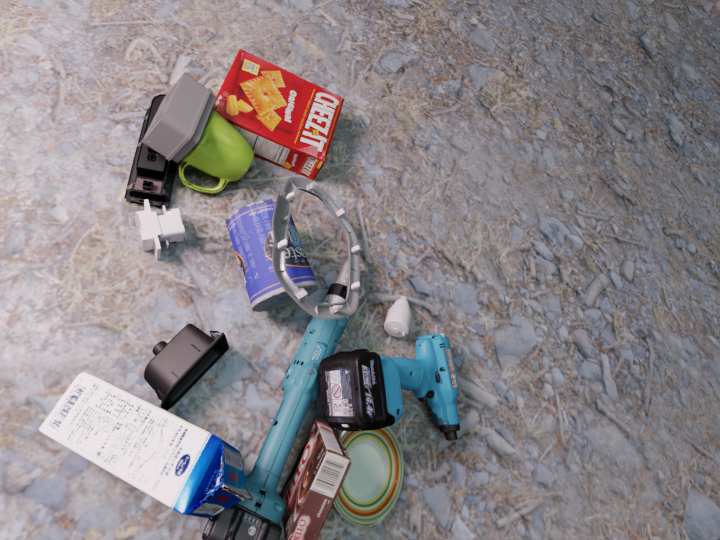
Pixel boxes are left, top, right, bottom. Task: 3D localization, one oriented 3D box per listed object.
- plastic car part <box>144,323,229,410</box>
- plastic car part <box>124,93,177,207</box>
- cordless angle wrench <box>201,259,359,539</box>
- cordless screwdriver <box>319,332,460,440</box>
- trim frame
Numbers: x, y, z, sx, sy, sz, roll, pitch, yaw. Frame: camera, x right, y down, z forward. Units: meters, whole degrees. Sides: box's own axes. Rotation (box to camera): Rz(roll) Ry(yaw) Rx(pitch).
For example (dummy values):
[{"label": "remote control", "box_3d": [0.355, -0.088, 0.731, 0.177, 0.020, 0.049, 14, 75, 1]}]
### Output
[{"label": "plastic car part", "box_3d": [-0.242, 0.118, 0.566, 0.073, 0.065, 0.115, 38, 62, 14]}, {"label": "plastic car part", "box_3d": [-0.328, -0.204, 0.678, 0.065, 0.066, 0.208, 5, 63, -12]}, {"label": "cordless angle wrench", "box_3d": [-0.079, 0.153, 0.588, 0.074, 0.098, 0.426, 27, 57, -7]}, {"label": "cordless screwdriver", "box_3d": [0.059, 0.178, 0.598, 0.236, 0.077, 0.162, 3, 72, -44]}, {"label": "trim frame", "box_3d": [-0.061, -0.040, 0.627, 0.175, 0.028, 0.255, 33, 41, -31]}]
